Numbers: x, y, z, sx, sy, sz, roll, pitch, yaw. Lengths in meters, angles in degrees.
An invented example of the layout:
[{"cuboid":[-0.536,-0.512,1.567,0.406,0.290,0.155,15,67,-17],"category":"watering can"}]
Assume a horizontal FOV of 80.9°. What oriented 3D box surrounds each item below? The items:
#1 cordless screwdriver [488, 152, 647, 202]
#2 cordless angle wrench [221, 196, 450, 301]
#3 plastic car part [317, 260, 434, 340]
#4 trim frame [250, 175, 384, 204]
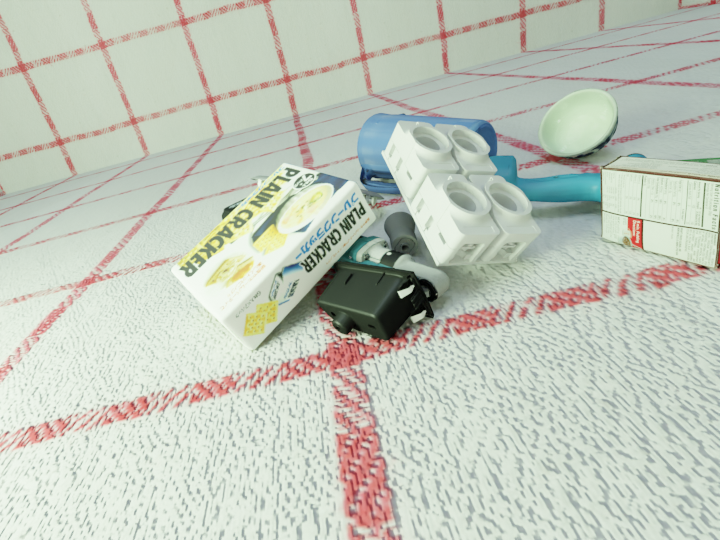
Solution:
[{"cuboid":[0.260,-0.124,0.584,0.260,0.072,0.157,6,33,29],"category":"cordless screwdriver"},{"cuboid":[-0.058,-0.038,0.594,0.096,0.072,0.447,-33,34,-30],"category":"cordless angle wrench"},{"cuboid":[0.003,0.036,0.439,0.123,0.063,0.070,7,47,43],"category":"plastic car part"},{"cuboid":[-0.078,-0.141,0.749,0.259,0.027,0.177,14,7,24],"category":"trim frame"}]
